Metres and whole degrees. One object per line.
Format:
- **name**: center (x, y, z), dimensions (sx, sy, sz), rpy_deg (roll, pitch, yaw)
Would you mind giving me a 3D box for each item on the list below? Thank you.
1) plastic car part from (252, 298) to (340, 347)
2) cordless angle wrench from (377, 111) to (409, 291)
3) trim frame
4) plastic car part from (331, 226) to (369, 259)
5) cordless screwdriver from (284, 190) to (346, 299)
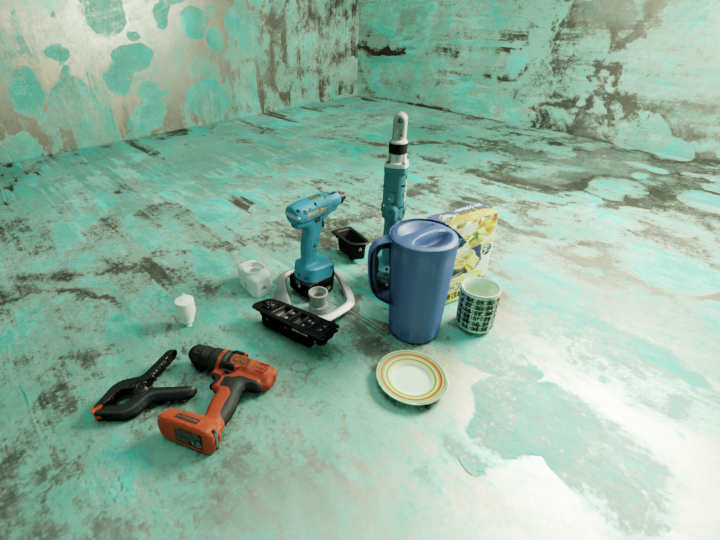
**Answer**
- **plastic car part**: center (-0.142, 0.112, 0.889), dimensions (0.214, 0.065, 0.065), rpy_deg (22, 37, 31)
- **cordless angle wrench**: center (0.075, -0.142, 0.960), dimensions (0.076, 0.411, 0.098), rpy_deg (9, 31, 12)
- **trim frame**: center (-0.116, 0.052, 1.019), dimensions (0.181, 0.027, 0.260), rpy_deg (-9, 33, -12)
- **plastic car part**: center (-0.025, -0.067, 1.164), dimensions (0.064, 0.069, 0.123), rpy_deg (-16, 35, -25)
- **cordless screwdriver**: center (-0.098, -0.064, 1.001), dimensions (0.155, 0.242, 0.079), rpy_deg (-26, 41, -37)
